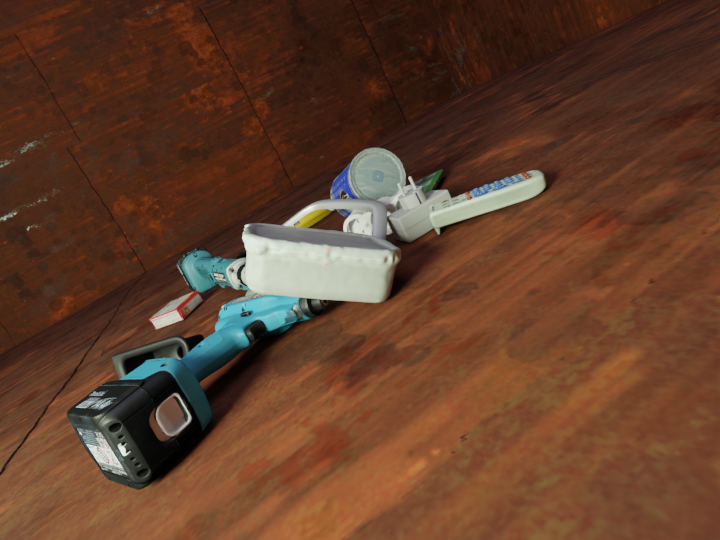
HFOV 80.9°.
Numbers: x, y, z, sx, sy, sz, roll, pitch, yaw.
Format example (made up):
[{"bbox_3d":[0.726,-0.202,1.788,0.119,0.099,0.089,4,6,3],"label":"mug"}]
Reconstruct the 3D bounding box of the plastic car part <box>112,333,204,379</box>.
[{"bbox_3d":[-0.250,0.116,0.553,0.118,0.066,0.070,-21,2,14],"label":"plastic car part"}]

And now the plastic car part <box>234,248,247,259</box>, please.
[{"bbox_3d":[-0.205,-0.034,0.874,0.065,0.065,0.210,-45,18,-28],"label":"plastic car part"}]

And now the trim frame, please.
[{"bbox_3d":[-0.063,-0.041,0.640,0.262,0.026,0.184,10,58,43],"label":"trim frame"}]

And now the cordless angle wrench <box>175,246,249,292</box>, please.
[{"bbox_3d":[-0.279,0.003,0.859,0.073,0.095,0.442,-33,20,-30],"label":"cordless angle wrench"}]

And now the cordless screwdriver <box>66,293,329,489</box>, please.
[{"bbox_3d":[-0.144,0.091,0.429,0.165,0.073,0.245,-16,17,33],"label":"cordless screwdriver"}]
